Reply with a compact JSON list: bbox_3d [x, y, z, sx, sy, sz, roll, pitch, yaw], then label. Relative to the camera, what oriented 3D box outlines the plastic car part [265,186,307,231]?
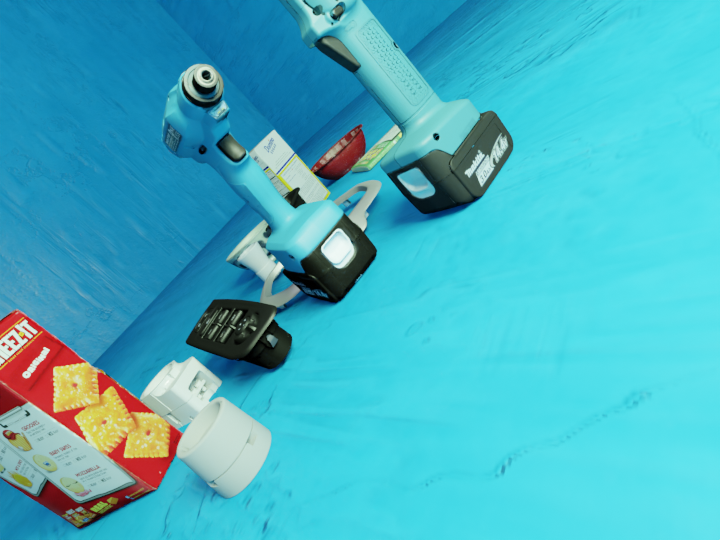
[{"bbox_3d":[-0.115,-0.098,0.763,0.067,0.069,0.118,-36,20,26],"label":"plastic car part"}]

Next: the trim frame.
[{"bbox_3d":[-0.058,-0.038,0.595,0.247,0.027,0.191,-52,21,-21],"label":"trim frame"}]

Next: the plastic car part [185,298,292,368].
[{"bbox_3d":[-0.134,0.073,0.464,0.066,0.065,0.210,-53,21,-25],"label":"plastic car part"}]

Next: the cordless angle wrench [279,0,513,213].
[{"bbox_3d":[-0.034,-0.227,0.356,0.097,0.412,0.077,-50,15,-23],"label":"cordless angle wrench"}]

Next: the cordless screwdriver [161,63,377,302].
[{"bbox_3d":[-0.086,-0.076,0.408,0.074,0.242,0.164,-49,17,-19],"label":"cordless screwdriver"}]
